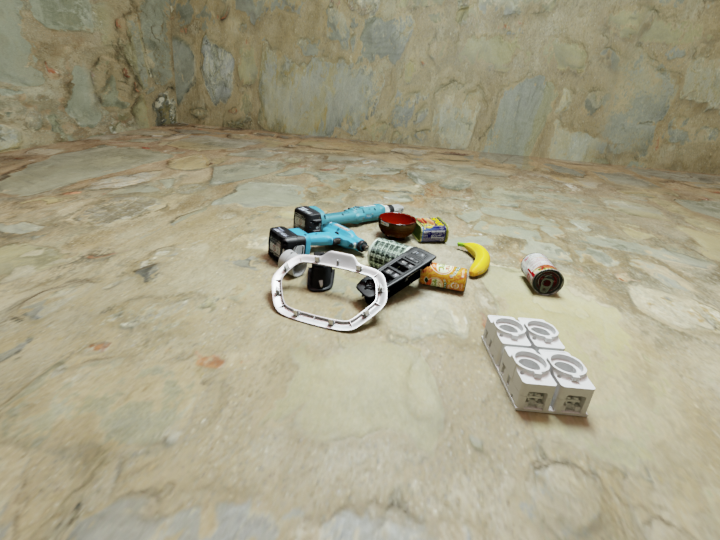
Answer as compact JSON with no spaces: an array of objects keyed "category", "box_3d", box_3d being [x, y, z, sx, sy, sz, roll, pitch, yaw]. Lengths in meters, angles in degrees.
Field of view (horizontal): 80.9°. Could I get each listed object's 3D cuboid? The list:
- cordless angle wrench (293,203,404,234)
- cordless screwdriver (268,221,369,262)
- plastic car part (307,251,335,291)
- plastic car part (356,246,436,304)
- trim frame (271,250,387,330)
[{"category":"cordless angle wrench","box_3d":[-0.016,-0.177,1.351,0.407,0.073,0.104,-13,30,-36]},{"category":"cordless screwdriver","box_3d":[-0.109,-0.071,1.111,0.239,0.073,0.169,-13,30,-39]},{"category":"plastic car part","box_3d":[-0.091,-0.007,0.977,0.066,0.069,0.119,3,22,-2]},{"category":"plastic car part","box_3d":[0.074,0.016,0.929,0.198,0.065,0.070,-27,46,-30]},{"category":"trim frame","box_3d":[-0.069,0.034,0.871,0.257,0.026,0.185,10,50,19]}]
